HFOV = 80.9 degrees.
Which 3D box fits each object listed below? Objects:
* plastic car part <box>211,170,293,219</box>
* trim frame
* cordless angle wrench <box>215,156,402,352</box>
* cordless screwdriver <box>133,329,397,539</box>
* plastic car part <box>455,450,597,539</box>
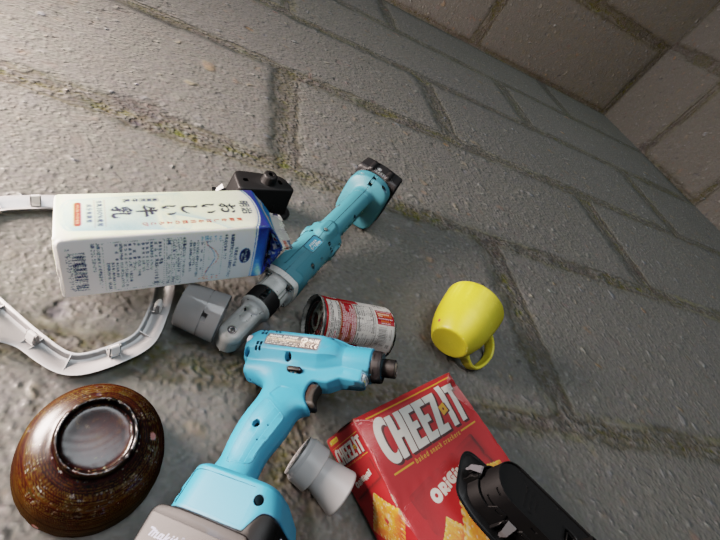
[{"bbox_3d":[-0.151,-0.117,0.628,0.112,0.071,0.069,-4,55,-33],"label":"plastic car part"},{"bbox_3d":[-0.312,0.000,0.443,0.251,0.027,0.182,39,41,5],"label":"trim frame"},{"bbox_3d":[-0.058,-0.038,0.597,0.075,0.097,0.419,34,44,3],"label":"cordless angle wrench"},{"bbox_3d":[-0.064,0.153,0.362,0.164,0.071,0.251,1,37,17],"label":"cordless screwdriver"},{"bbox_3d":[0.173,0.246,0.371,0.208,0.066,0.065,41,45,14],"label":"plastic car part"}]
